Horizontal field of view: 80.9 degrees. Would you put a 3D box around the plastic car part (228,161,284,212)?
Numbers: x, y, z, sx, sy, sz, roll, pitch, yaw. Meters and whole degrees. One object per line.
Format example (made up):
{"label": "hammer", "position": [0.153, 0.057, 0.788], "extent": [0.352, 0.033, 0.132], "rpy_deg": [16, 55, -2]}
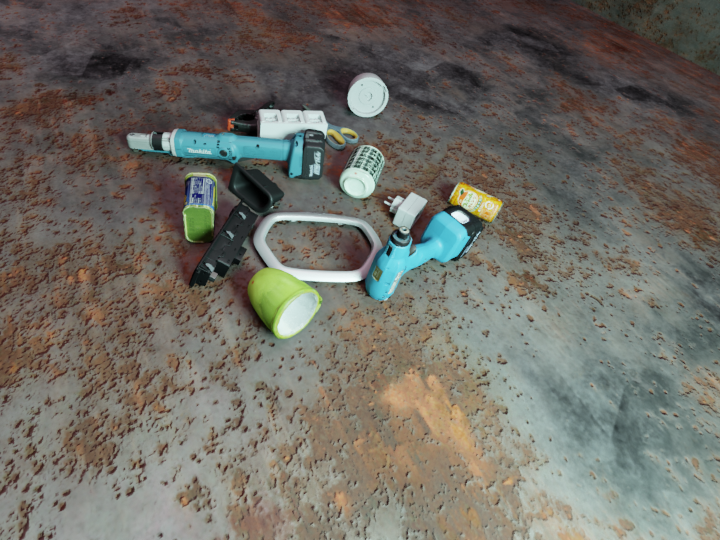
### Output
{"label": "plastic car part", "position": [-0.205, -0.168, 0.866], "extent": [0.120, 0.065, 0.069], "rpy_deg": [38, 38, 16]}

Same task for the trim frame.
{"label": "trim frame", "position": [-0.079, -0.052, 0.805], "extent": [0.245, 0.027, 0.191], "rpy_deg": [1, 50, -8]}

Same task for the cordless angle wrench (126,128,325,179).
{"label": "cordless angle wrench", "position": [-0.290, -0.266, 0.913], "extent": [0.421, 0.095, 0.076], "rpy_deg": [4, 46, -3]}

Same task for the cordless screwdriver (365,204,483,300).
{"label": "cordless screwdriver", "position": [0.120, -0.051, 0.755], "extent": [0.242, 0.156, 0.078], "rpy_deg": [-28, 62, -33]}

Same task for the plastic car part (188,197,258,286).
{"label": "plastic car part", "position": [-0.233, -0.053, 0.754], "extent": [0.066, 0.066, 0.207], "rpy_deg": [20, 48, -10]}
